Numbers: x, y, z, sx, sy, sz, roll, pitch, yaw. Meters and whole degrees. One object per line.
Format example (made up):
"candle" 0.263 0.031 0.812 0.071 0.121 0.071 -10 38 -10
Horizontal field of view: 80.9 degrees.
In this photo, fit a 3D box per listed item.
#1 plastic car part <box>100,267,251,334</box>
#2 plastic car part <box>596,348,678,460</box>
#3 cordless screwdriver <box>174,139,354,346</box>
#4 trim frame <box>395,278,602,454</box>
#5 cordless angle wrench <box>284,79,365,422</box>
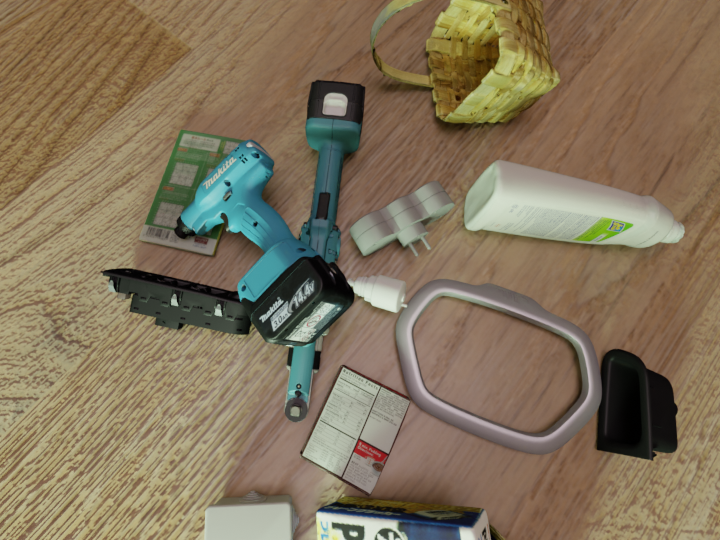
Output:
"plastic car part" -0.215 0.040 0.523 0.204 0.065 0.067 8 83 3
"plastic car part" 0.322 0.155 0.479 0.070 0.066 0.117 21 70 -11
"cordless screwdriver" -0.128 -0.023 0.489 0.160 0.070 0.260 -41 60 12
"trim frame" 0.163 0.106 0.512 0.253 0.027 0.185 18 74 9
"cordless angle wrench" -0.052 -0.034 0.536 0.075 0.096 0.428 6 76 0
